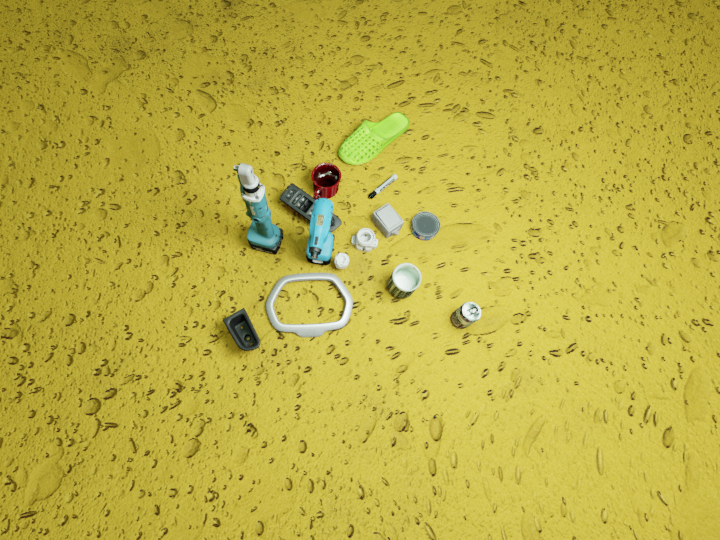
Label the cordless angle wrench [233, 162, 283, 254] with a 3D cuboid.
[{"bbox_3d":[-0.266,-0.154,1.100,0.098,0.416,0.075,15,70,0],"label":"cordless angle wrench"}]

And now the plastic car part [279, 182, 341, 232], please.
[{"bbox_3d":[-0.152,-0.180,1.298,0.208,0.066,0.066,35,72,12],"label":"plastic car part"}]

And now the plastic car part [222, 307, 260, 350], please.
[{"bbox_3d":[-0.316,0.173,1.156,0.065,0.069,0.120,-30,73,-13],"label":"plastic car part"}]

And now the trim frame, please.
[{"bbox_3d":[-0.146,0.096,1.210,0.248,0.027,0.188,-4,69,-2],"label":"trim frame"}]

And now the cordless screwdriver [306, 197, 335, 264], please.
[{"bbox_3d":[-0.113,-0.074,1.161,0.074,0.244,0.161,9,70,-2],"label":"cordless screwdriver"}]
